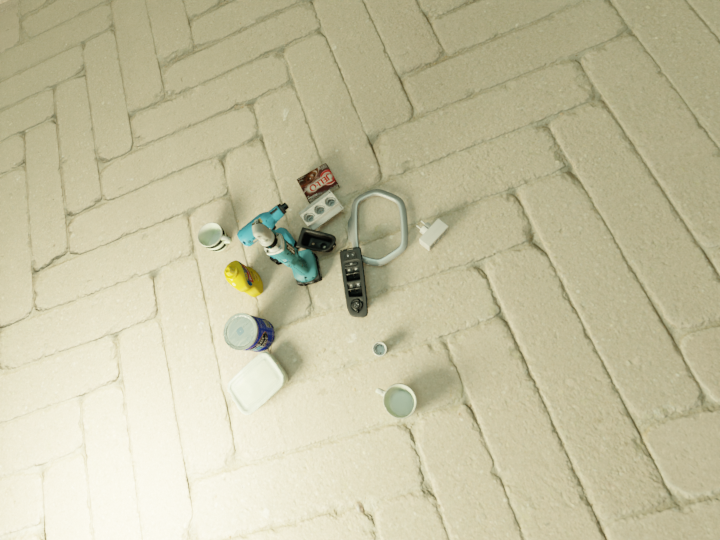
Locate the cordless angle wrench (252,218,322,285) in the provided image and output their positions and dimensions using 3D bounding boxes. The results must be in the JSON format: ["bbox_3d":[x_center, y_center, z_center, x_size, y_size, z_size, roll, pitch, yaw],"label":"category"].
[{"bbox_3d":[-0.192,-0.043,1.115,0.075,0.408,0.100,-15,75,6],"label":"cordless angle wrench"}]

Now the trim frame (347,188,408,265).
[{"bbox_3d":[0.050,-0.133,1.281,0.188,0.026,0.253,-6,73,13],"label":"trim frame"}]

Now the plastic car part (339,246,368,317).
[{"bbox_3d":[-0.015,0.038,1.230,0.067,0.064,0.207,-10,73,10],"label":"plastic car part"}]

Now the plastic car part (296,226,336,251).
[{"bbox_3d":[-0.126,-0.083,1.291,0.120,0.068,0.066,13,79,16],"label":"plastic car part"}]

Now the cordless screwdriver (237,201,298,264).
[{"bbox_3d":[-0.245,-0.108,1.237,0.159,0.240,0.077,-38,73,0],"label":"cordless screwdriver"}]
